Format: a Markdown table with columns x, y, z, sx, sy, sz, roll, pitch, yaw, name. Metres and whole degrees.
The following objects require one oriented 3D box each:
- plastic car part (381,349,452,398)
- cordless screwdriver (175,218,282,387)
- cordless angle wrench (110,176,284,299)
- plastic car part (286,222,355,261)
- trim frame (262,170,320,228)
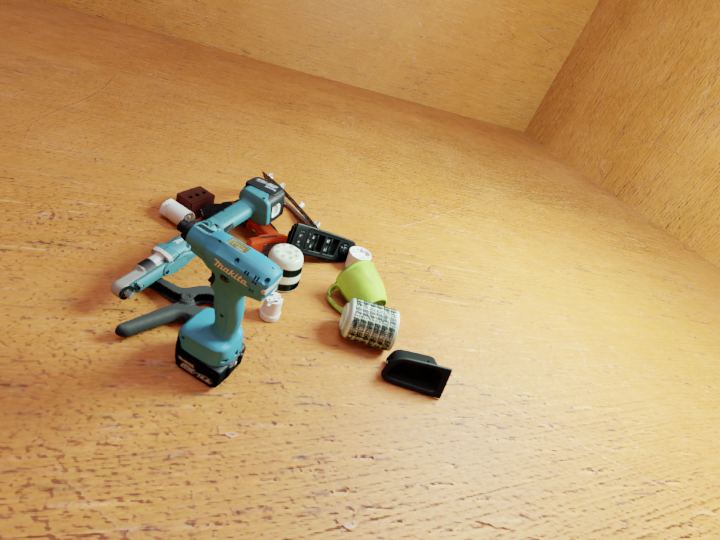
| x | y | z | sx | sy | sz | roll | pitch | yaw | name |
| --- | --- | --- | --- | --- | --- | --- | --- | --- | --- |
| 0.098 | 0.178 | 0.784 | 0.117 | 0.065 | 0.071 | 17 | 18 | 0 | plastic car part |
| -0.222 | 0.049 | 0.626 | 0.162 | 0.247 | 0.073 | 33 | 34 | 7 | cordless screwdriver |
| -0.310 | -0.071 | 0.847 | 0.101 | 0.073 | 0.417 | 26 | 42 | 16 | cordless angle wrench |
| -0.098 | -0.064 | 0.998 | 0.192 | 0.066 | 0.071 | 14 | 3 | -40 | plastic car part |
| -0.173 | -0.174 | 1.075 | 0.027 | 0.174 | 0.263 | -43 | 42 | -7 | trim frame |
